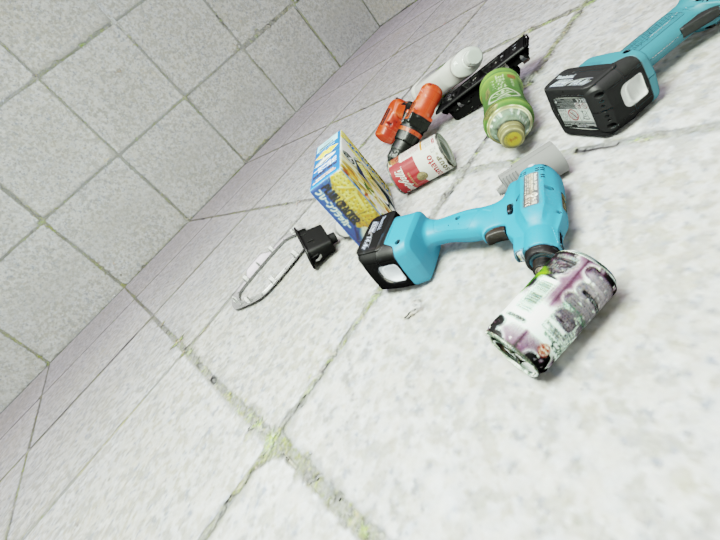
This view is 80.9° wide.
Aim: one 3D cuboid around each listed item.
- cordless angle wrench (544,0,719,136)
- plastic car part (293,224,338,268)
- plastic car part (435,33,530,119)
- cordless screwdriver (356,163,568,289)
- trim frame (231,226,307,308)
[{"bbox_3d":[0.432,-0.332,0.525,0.423,0.071,0.102,-39,25,2],"label":"cordless angle wrench"},{"bbox_3d":[-0.081,-0.053,0.826,0.070,0.063,0.122,-30,28,-6],"label":"plastic car part"},{"bbox_3d":[0.240,-0.361,0.822,0.209,0.064,0.067,-23,38,41],"label":"plastic car part"},{"bbox_3d":[0.113,-0.032,0.513,0.258,0.071,0.161,-16,36,36],"label":"cordless screwdriver"},{"bbox_3d":[-0.206,-0.011,0.962,0.248,0.026,0.192,-54,28,-18],"label":"trim frame"}]
